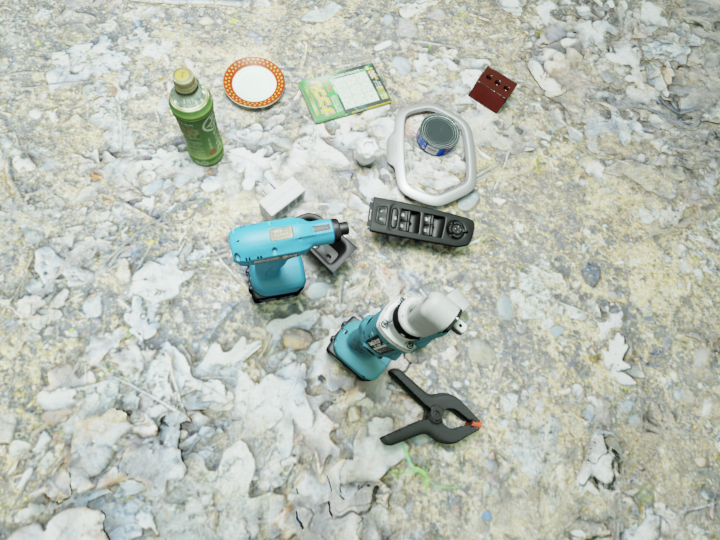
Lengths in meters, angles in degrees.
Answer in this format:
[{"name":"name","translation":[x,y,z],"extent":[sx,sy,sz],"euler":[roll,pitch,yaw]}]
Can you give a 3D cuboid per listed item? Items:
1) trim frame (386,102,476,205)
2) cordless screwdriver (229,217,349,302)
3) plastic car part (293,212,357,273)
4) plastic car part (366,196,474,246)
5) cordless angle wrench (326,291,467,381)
[{"name":"trim frame","translation":[0.147,-0.245,0.873],"extent":[0.183,0.027,0.253],"euler":[2,71,-4]},{"name":"cordless screwdriver","translation":[-0.110,-0.017,0.657],"extent":[0.157,0.247,0.076],"euler":[-10,76,-12]},{"name":"plastic car part","translation":[-0.075,-0.049,0.764],"extent":[0.118,0.070,0.065],"euler":[42,72,8]},{"name":"plastic car part","translation":[0.110,-0.081,0.793],"extent":[0.202,0.066,0.067],"euler":[9,72,-3]},{"name":"cordless angle wrench","translation":[0.029,0.085,0.543],"extent":[0.099,0.420,0.074],"euler":[40,71,3]}]
